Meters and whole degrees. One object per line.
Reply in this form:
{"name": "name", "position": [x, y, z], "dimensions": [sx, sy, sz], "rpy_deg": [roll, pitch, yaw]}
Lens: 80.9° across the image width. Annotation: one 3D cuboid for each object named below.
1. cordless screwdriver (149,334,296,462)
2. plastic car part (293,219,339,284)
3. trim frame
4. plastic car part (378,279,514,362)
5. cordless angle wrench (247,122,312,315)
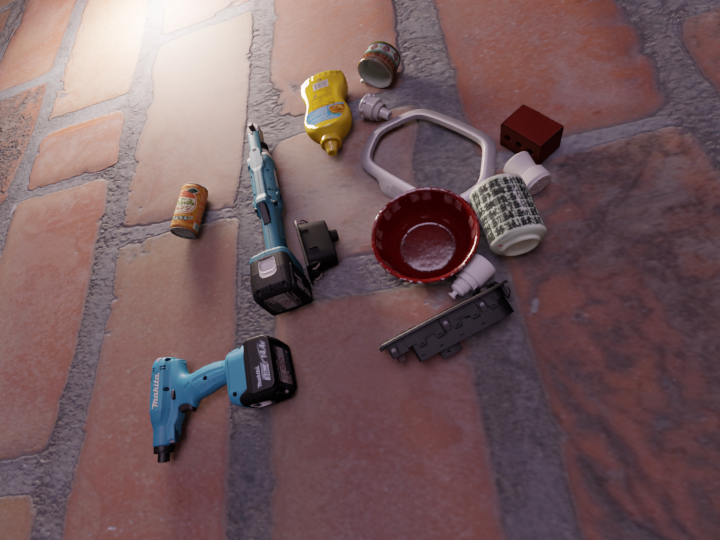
{"name": "cordless screwdriver", "position": [-0.225, 0.198, 0.661], "dimensions": [0.254, 0.070, 0.164], "rpy_deg": [-17, 62, 16]}
{"name": "plastic car part", "position": [-0.071, -0.047, 0.727], "dimensions": [0.071, 0.064, 0.121], "rpy_deg": [-13, 58, -4]}
{"name": "trim frame", "position": [0.114, -0.196, 0.741], "dimensions": [0.261, 0.026, 0.184], "rpy_deg": [36, 82, 28]}
{"name": "plastic car part", "position": [0.127, 0.078, 0.589], "dimensions": [0.203, 0.064, 0.069], "rpy_deg": [-33, 70, 3]}
{"name": "cordless angle wrench", "position": [-0.173, -0.126, 0.788], "dimensions": [0.075, 0.093, 0.440], "rpy_deg": [-22, 57, 8]}
